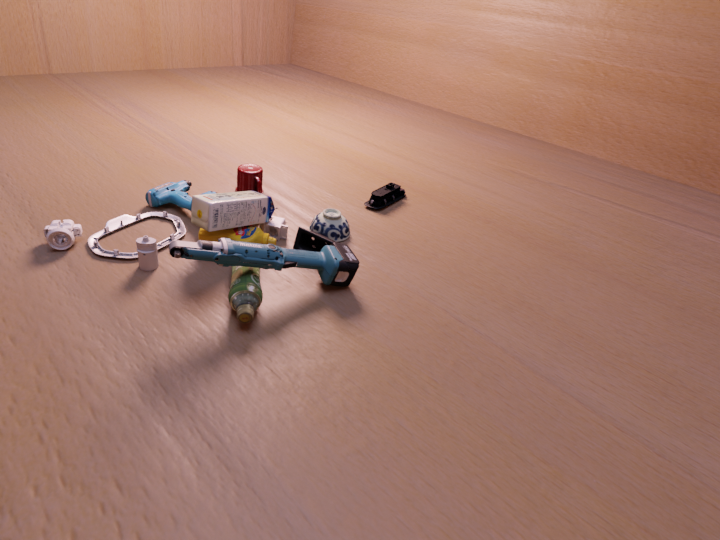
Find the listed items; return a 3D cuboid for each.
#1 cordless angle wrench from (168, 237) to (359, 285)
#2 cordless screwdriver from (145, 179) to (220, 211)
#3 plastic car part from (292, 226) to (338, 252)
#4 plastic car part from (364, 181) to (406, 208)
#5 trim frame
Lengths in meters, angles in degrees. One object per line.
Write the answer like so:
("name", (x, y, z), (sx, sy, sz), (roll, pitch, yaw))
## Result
("cordless angle wrench", (-0.199, -0.029, 0.923), (0.404, 0.074, 0.103), (6, 34, -32))
("cordless screwdriver", (-0.481, -0.208, 1.233), (0.259, 0.072, 0.157), (18, 35, 22))
("plastic car part", (-0.110, -0.072, 1.123), (0.120, 0.065, 0.070), (21, 20, 13))
("plastic car part", (0.089, -0.258, 1.436), (0.069, 0.066, 0.198), (33, 43, 20))
("trim frame", (-0.571, -0.099, 1.092), (0.192, 0.027, 0.244), (22, 38, 22))
